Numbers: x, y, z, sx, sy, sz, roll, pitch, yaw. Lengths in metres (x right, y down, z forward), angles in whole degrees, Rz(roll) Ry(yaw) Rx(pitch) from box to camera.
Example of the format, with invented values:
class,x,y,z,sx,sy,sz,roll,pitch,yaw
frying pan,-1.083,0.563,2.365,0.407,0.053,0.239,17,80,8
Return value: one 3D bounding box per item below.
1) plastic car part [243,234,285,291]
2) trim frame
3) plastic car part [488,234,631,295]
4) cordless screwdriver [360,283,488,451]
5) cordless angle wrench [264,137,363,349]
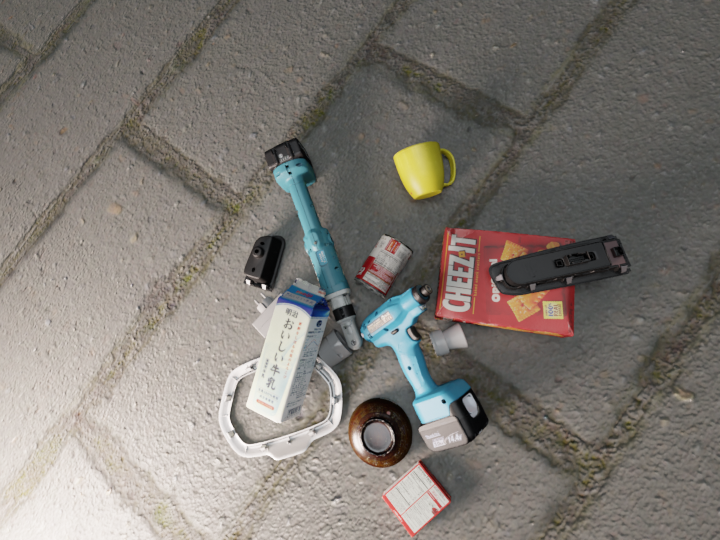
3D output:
class,x,y,z,sx,sy,sz,roll,pitch,yaw
plastic car part,-0.198,-0.024,0.848,0.068,0.069,0.117,15,83,12
trim frame,-0.154,0.250,0.793,0.250,0.027,0.188,-20,74,6
plastic car part,0.311,-0.006,0.660,0.206,0.065,0.067,-14,81,12
cordless screwdriver,0.114,0.154,0.698,0.161,0.071,0.257,-45,67,36
cordless angle wrench,-0.080,-0.052,0.820,0.075,0.095,0.432,-23,76,8
